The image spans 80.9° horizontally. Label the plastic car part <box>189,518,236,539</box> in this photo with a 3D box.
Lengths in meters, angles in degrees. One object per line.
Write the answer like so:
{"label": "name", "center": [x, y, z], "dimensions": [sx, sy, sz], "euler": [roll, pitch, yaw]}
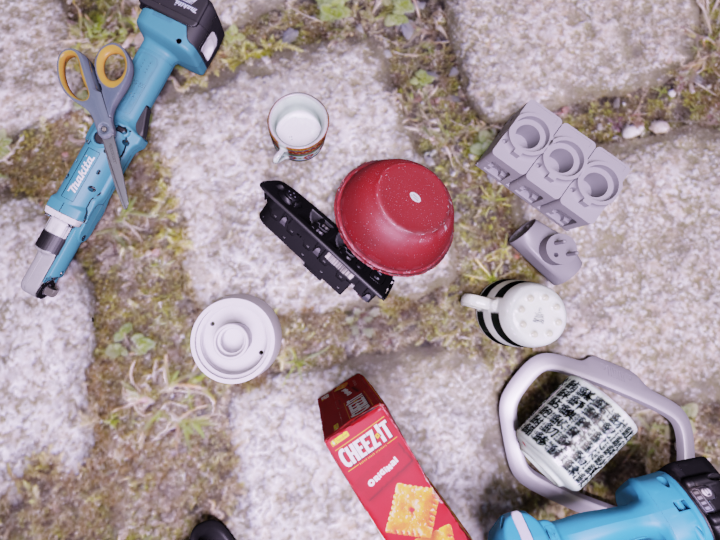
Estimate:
{"label": "plastic car part", "center": [-0.171, 0.354, 0.483], "dimensions": [0.071, 0.065, 0.118], "euler": [-42, 84, 8]}

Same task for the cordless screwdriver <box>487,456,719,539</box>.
{"label": "cordless screwdriver", "center": [0.256, 0.283, 0.454], "dimensions": [0.248, 0.153, 0.077], "euler": [-11, 47, -3]}

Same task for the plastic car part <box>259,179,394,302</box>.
{"label": "plastic car part", "center": [-0.052, -0.034, 0.528], "dimensions": [0.204, 0.065, 0.068], "euler": [46, 124, 2]}

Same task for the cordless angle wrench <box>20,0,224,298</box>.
{"label": "cordless angle wrench", "center": [-0.313, -0.160, 0.535], "dimensions": [0.098, 0.074, 0.423], "euler": [27, 86, 0]}

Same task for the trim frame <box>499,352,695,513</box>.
{"label": "trim frame", "center": [0.289, 0.203, 0.521], "dimensions": [0.250, 0.027, 0.184], "euler": [21, 84, 3]}
